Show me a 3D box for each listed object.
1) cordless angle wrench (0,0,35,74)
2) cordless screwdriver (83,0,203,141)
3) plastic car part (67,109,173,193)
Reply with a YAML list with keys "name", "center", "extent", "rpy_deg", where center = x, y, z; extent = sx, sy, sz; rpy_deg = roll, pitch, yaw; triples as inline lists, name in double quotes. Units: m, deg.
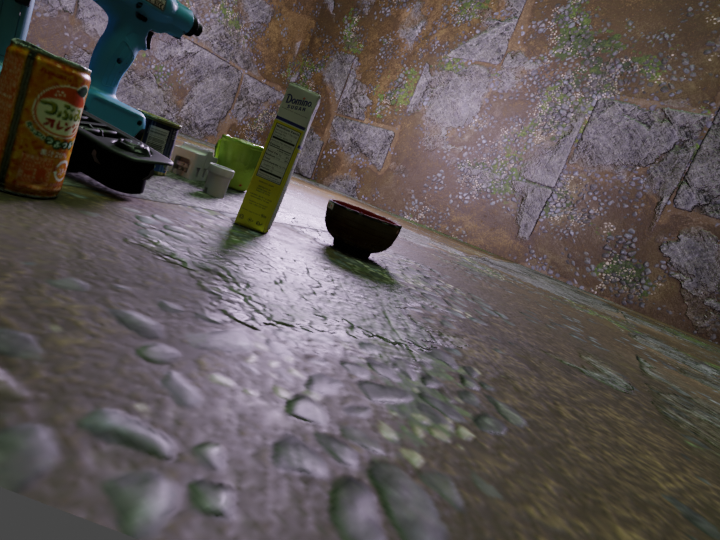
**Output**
- name: "cordless angle wrench"
  center: [-0.367, -0.360, 0.468]
  extent: [0.103, 0.421, 0.071]
  rpy_deg: [27, 11, 28]
- name: "cordless screwdriver"
  center: [-0.313, -0.267, 0.578]
  extent: [0.078, 0.248, 0.152]
  rpy_deg: [27, 11, 28]
- name: "plastic car part"
  center: [-0.292, -0.134, 0.446]
  extent: [0.210, 0.067, 0.064]
  rpy_deg: [24, 10, 17]
